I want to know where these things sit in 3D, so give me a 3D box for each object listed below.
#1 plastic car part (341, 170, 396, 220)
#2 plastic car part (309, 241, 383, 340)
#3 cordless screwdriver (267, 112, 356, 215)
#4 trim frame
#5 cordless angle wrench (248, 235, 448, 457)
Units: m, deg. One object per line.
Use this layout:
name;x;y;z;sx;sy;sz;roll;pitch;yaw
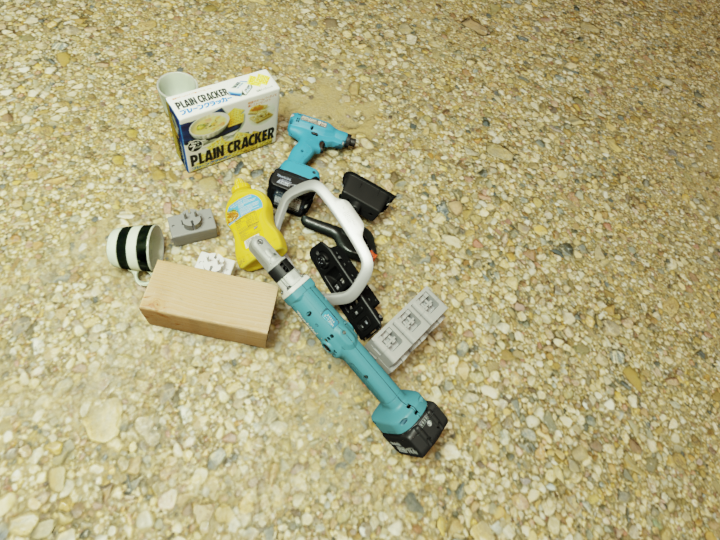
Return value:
plastic car part;0.003;-0.145;0.874;0.115;0.066;0.072;28;52;-9
plastic car part;-0.021;0.025;0.800;0.065;0.066;0.209;-26;70;-37
cordless screwdriver;-0.104;-0.233;0.917;0.158;0.073;0.253;15;57;-5
trim frame;-0.077;-0.050;0.784;0.026;0.186;0.257;0;53;-58
cordless angle wrench;-0.036;0.108;0.681;0.073;0.099;0.424;-40;88;-30
